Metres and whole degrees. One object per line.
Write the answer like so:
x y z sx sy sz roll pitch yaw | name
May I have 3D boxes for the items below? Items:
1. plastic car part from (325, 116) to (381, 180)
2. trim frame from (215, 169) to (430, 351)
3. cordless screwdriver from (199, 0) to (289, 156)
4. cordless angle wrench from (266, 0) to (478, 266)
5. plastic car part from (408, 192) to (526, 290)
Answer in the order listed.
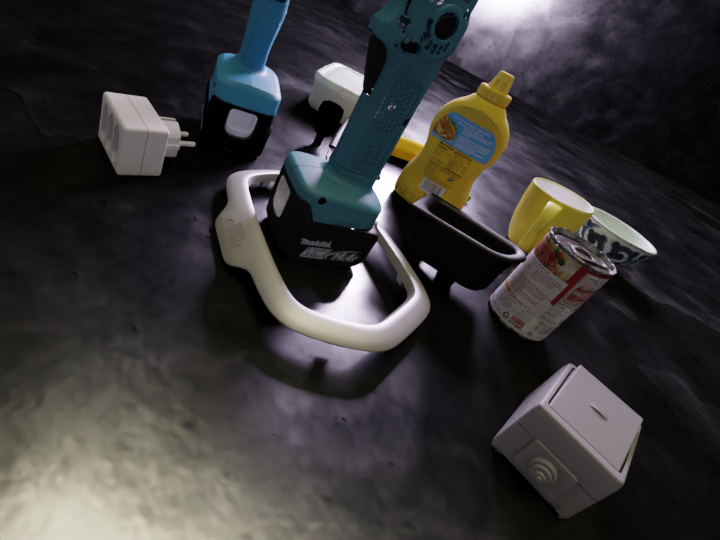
-0.007 -0.149 0.543 0.066 0.067 0.206 25 33 -8 | plastic car part
-0.038 -0.025 0.390 0.176 0.027 0.261 3 40 -32 | trim frame
-0.098 -0.232 0.426 0.071 0.248 0.166 12 37 -27 | cordless screwdriver
0.046 -0.180 0.299 0.093 0.421 0.078 9 40 -31 | cordless angle wrench
0.098 -0.020 0.440 0.120 0.070 0.064 39 34 15 | plastic car part
